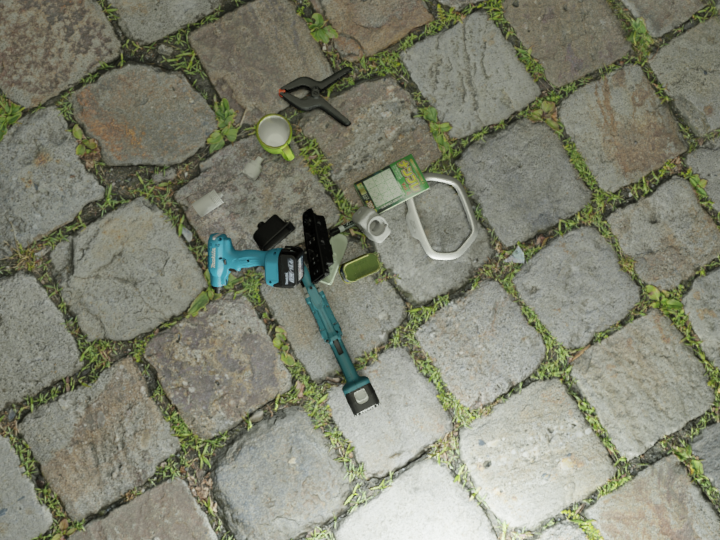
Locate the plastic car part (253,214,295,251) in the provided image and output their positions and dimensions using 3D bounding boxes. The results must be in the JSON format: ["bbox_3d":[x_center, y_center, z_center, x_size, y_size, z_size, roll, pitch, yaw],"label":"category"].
[{"bbox_3d":[-0.239,-0.104,1.118,0.116,0.064,0.073,-39,76,-2],"label":"plastic car part"}]

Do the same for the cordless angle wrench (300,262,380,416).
[{"bbox_3d":[-0.077,0.157,1.093,0.074,0.097,0.428,-25,83,-7],"label":"cordless angle wrench"}]

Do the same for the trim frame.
[{"bbox_3d":[0.218,-0.150,1.159,0.183,0.028,0.249,-20,89,-6],"label":"trim frame"}]

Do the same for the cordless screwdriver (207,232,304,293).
[{"bbox_3d":[-0.270,-0.001,1.069,0.254,0.074,0.157,9,108,11],"label":"cordless screwdriver"}]

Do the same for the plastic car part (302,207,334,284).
[{"bbox_3d":[-0.107,-0.070,1.095,0.064,0.067,0.209,-4,67,-28],"label":"plastic car part"}]
